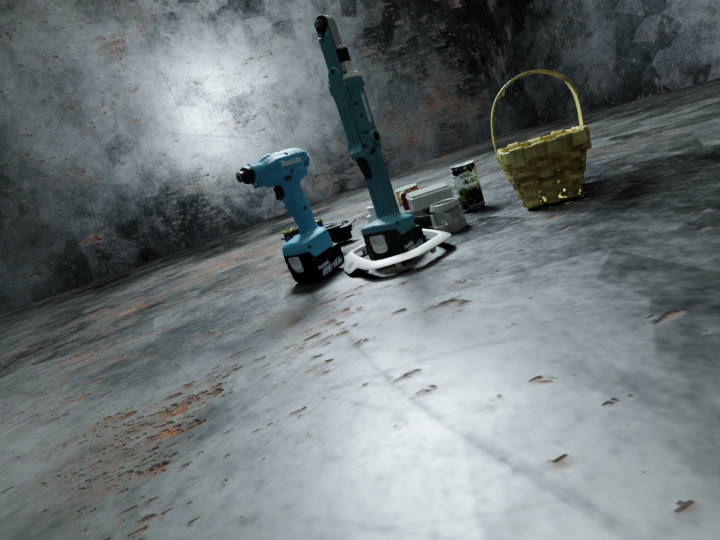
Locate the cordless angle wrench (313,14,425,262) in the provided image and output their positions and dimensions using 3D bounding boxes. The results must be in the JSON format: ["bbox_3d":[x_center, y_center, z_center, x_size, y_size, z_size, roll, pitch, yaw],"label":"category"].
[{"bbox_3d":[0.005,-0.219,0.721,0.077,0.417,0.095,-10,12,40],"label":"cordless angle wrench"}]

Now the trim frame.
[{"bbox_3d":[0.057,-0.037,0.769,0.182,0.027,0.255,-21,14,-9],"label":"trim frame"}]

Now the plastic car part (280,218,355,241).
[{"bbox_3d":[-0.105,-0.091,1.105,0.209,0.066,0.065,-12,13,25],"label":"plastic car part"}]

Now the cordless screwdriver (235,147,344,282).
[{"bbox_3d":[-0.130,-0.096,0.786,0.077,0.245,0.155,-9,14,43],"label":"cordless screwdriver"}]

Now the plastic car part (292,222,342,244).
[{"bbox_3d":[-0.095,-0.062,0.976,0.115,0.070,0.068,-22,12,-13],"label":"plastic car part"}]
